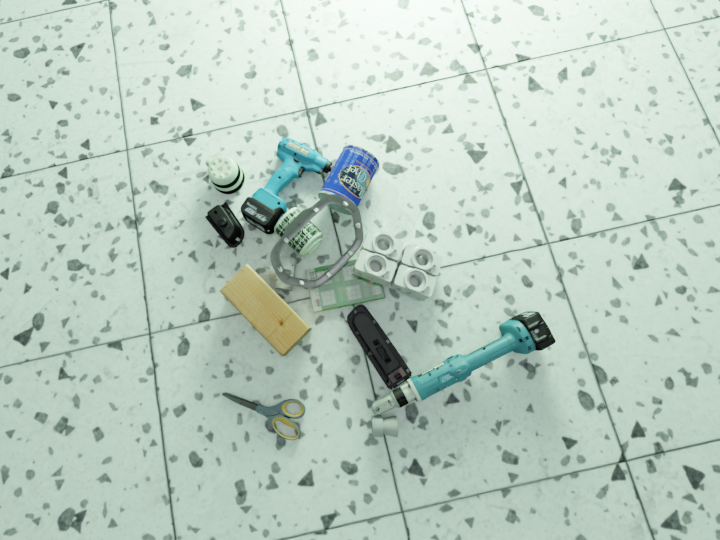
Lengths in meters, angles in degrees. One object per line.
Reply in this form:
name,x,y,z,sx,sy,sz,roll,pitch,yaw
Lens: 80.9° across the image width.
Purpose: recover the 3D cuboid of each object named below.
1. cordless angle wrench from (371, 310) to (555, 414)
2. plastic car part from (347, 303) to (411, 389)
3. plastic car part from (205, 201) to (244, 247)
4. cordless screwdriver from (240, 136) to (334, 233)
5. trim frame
cordless angle wrench,0.215,0.218,0.944,0.423,0.097,0.075,-27,84,0
plastic car part,0.037,0.173,0.977,0.066,0.065,0.208,-34,76,1
plastic car part,-0.339,-0.118,1.053,0.066,0.069,0.119,-38,77,-6
cordless screwdriver,-0.182,-0.207,1.066,0.162,0.073,0.249,26,76,7
trim frame,-0.096,-0.063,0.983,0.248,0.029,0.176,-44,118,0
